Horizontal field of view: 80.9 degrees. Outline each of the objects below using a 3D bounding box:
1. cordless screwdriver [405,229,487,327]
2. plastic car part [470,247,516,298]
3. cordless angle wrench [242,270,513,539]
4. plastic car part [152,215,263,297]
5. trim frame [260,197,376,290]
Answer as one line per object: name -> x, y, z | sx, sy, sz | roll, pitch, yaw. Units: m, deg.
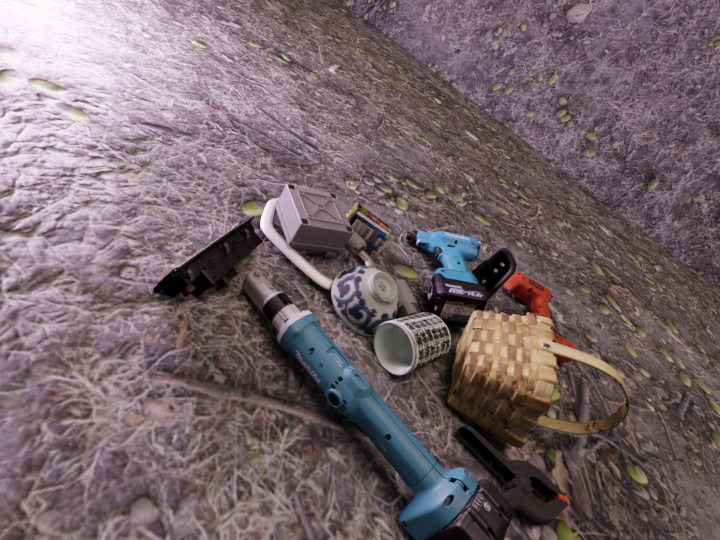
cordless screwdriver -> 0.165, -0.003, 0.853 | 0.161, 0.073, 0.252 | 11, 36, 3
plastic car part -> 0.289, 0.006, 0.923 | 0.068, 0.117, 0.068 | 47, 13, 15
cordless angle wrench -> -0.016, 0.150, 0.526 | 0.440, 0.097, 0.072 | 45, 39, 22
plastic car part -> -0.199, -0.020, 0.607 | 0.066, 0.067, 0.203 | 41, 34, -9
trim frame -> -0.075, -0.049, 0.770 | 0.255, 0.027, 0.180 | 39, 37, 12
